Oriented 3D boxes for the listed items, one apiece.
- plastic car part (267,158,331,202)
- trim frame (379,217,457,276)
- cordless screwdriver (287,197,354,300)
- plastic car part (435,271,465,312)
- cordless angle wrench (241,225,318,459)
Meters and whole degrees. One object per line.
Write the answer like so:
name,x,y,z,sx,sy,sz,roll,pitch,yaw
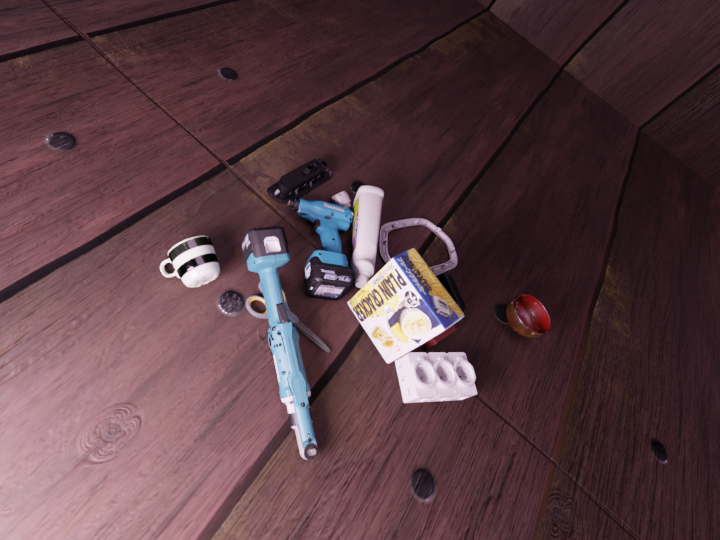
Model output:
plastic car part,-0.144,-0.231,1.057,0.066,0.068,0.199,49,54,-1
trim frame,0.153,-0.058,1.101,0.239,0.028,0.190,-11,65,-33
cordless screwdriver,-0.094,-0.061,0.958,0.154,0.074,0.256,13,50,-18
plastic car part,0.216,0.059,1.031,0.069,0.068,0.117,-24,85,-51
cordless angle wrench,-0.143,0.126,0.790,0.072,0.099,0.433,-7,72,-28
